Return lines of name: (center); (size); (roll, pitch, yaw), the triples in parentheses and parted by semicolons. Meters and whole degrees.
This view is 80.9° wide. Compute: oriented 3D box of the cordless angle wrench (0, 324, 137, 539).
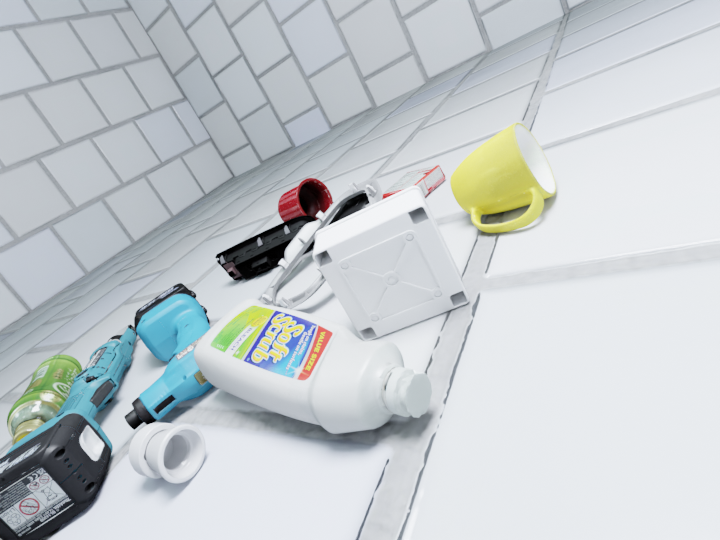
cordless angle wrench: (-0.361, 0.160, 0.575); (0.097, 0.072, 0.438); (-33, 20, -9)

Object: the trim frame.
trim frame: (-0.058, -0.038, 0.595); (0.248, 0.026, 0.191); (-55, 24, -10)

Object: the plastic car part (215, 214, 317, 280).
plastic car part: (-0.160, -0.035, 0.750); (0.205, 0.063, 0.069); (-26, 30, 10)

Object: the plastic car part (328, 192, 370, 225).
plastic car part: (-0.009, -0.077, 0.668); (0.071, 0.063, 0.121); (-53, 25, -18)

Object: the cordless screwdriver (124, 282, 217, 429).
cordless screwdriver: (-0.248, 0.101, 0.558); (0.157, 0.072, 0.261); (-40, 28, -24)
